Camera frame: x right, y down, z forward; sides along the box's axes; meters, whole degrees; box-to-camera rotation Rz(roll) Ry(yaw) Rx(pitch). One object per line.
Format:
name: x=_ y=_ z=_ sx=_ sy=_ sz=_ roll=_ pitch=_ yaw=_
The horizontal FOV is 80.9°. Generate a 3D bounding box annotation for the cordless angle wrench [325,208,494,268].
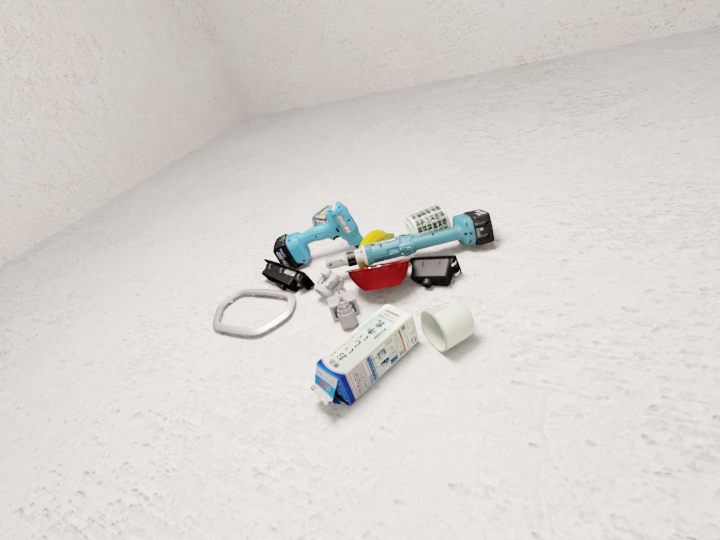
cordless angle wrench: x=0.115 y=-0.065 z=1.083 sx=0.426 sy=0.073 sz=0.099 roll=-14 pitch=15 yaw=5

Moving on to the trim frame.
trim frame: x=-0.284 y=0.104 z=1.120 sx=0.259 sy=0.026 sz=0.184 roll=0 pitch=38 yaw=31

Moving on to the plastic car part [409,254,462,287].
plastic car part: x=0.170 y=0.008 z=0.996 sx=0.121 sy=0.062 sz=0.072 roll=-3 pitch=48 yaw=29

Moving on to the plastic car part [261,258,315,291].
plastic car part: x=-0.214 y=0.018 z=1.186 sx=0.215 sy=0.062 sz=0.067 roll=23 pitch=76 yaw=46

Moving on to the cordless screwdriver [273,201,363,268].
cordless screwdriver: x=-0.120 y=-0.079 z=1.230 sx=0.252 sy=0.153 sz=0.076 roll=-27 pitch=24 yaw=16
